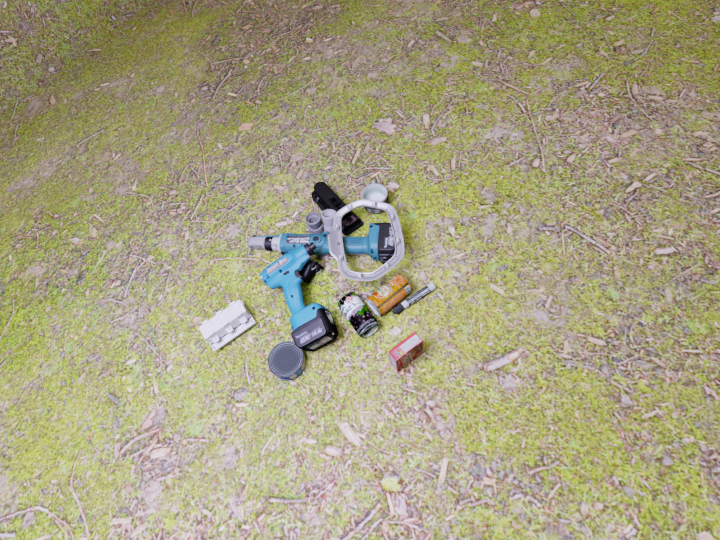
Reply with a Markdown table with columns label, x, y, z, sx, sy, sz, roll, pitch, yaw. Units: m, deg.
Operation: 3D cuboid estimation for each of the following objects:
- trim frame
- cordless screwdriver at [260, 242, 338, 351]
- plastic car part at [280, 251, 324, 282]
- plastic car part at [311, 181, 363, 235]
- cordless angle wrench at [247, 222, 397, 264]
| label | x | y | z | sx | sy | sz | roll | pitch | yaw |
| --- | --- | --- | --- | --- | --- | --- | --- | --- | --- |
| trim frame | 0.010 | -0.083 | 1.056 | 0.187 | 0.026 | 0.257 | -14 | 58 | 11 |
| cordless screwdriver | -0.131 | 0.057 | 1.020 | 0.160 | 0.071 | 0.260 | -36 | 61 | 7 |
| plastic car part | -0.167 | -0.001 | 1.116 | 0.121 | 0.063 | 0.071 | 13 | 76 | 23 |
| plastic car part | -0.080 | -0.189 | 1.211 | 0.066 | 0.064 | 0.214 | -38 | 55 | -5 |
| cordless angle wrench | -0.111 | -0.073 | 1.140 | 0.435 | 0.071 | 0.100 | 1 | 59 | 17 |
